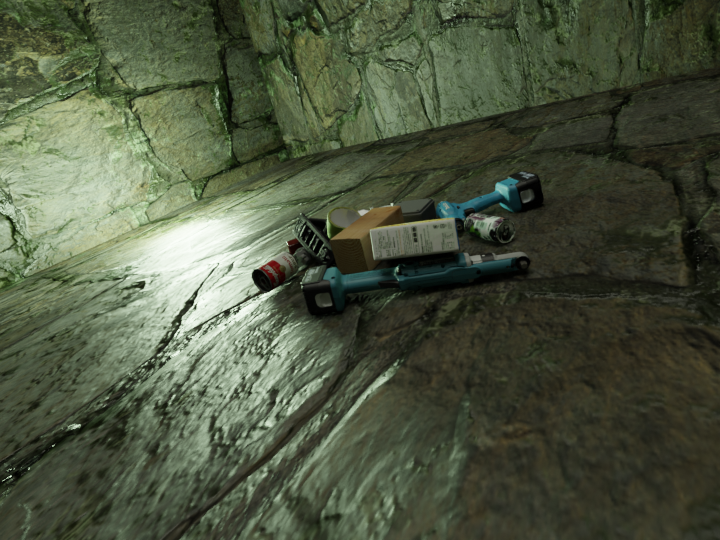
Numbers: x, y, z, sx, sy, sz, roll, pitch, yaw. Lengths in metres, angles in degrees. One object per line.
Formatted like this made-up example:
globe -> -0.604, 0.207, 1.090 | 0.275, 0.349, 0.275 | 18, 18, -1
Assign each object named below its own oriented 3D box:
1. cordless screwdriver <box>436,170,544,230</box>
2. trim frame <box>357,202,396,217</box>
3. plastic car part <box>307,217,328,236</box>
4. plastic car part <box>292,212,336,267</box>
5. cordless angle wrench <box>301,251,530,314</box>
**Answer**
cordless screwdriver -> 0.323, -0.164, 1.055 | 0.251, 0.072, 0.162 | -18, 22, 8
trim frame -> 0.020, -0.163, 1.331 | 0.246, 0.027, 0.192 | -24, 22, -11
plastic car part -> -0.131, -0.114, 1.271 | 0.123, 0.067, 0.066 | 10, 65, 39
plastic car part -> -0.108, -0.071, 1.109 | 0.063, 0.066, 0.214 | 21, 19, -41
cordless angle wrench -> 0.098, 0.011, 0.820 | 0.432, 0.072, 0.098 | -9, 22, 14
